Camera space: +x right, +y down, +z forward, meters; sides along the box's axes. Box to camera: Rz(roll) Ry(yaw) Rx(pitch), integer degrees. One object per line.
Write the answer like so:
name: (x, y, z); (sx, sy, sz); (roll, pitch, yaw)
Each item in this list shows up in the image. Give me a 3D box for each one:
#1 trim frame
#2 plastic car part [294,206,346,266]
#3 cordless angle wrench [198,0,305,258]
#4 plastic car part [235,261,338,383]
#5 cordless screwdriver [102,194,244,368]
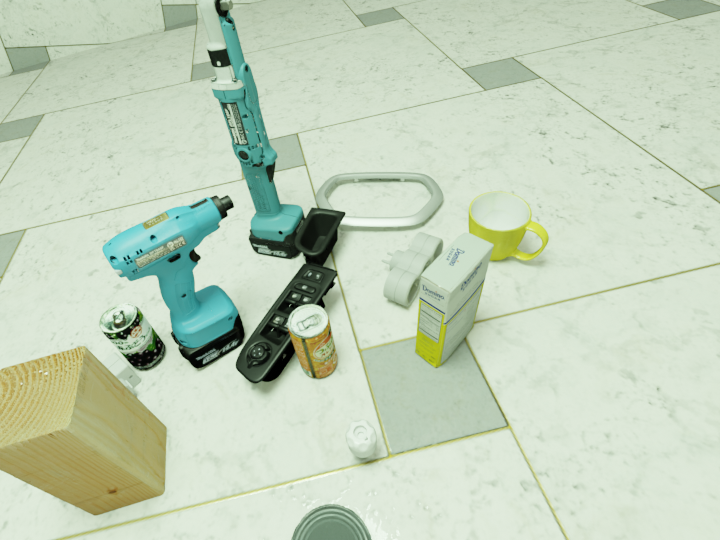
trim frame: (0.034, -0.146, 0.831); (0.253, 0.026, 0.188); (-1, 47, 10)
plastic car part: (-0.071, -0.047, 0.730); (0.068, 0.068, 0.117); (9, 49, 16)
cordless angle wrench: (-0.165, -0.190, 0.649); (0.101, 0.406, 0.075); (11, 49, 16)
plastic car part: (-0.106, 0.080, 0.621); (0.069, 0.064, 0.202); (18, 53, 24)
cordless screwdriver: (-0.219, 0.017, 0.582); (0.157, 0.239, 0.078); (-32, 51, -21)
